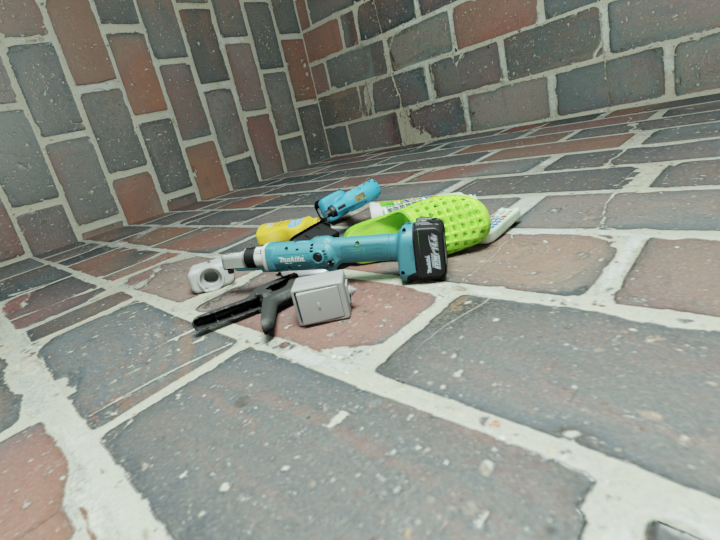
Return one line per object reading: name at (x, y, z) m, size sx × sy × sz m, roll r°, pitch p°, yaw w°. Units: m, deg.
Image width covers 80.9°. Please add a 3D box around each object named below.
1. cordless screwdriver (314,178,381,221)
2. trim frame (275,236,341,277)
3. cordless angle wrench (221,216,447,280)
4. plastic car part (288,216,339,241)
cordless screwdriver at (-0.063, -0.178, 1.165) m, size 0.157 × 0.073 × 0.257 m, roll -32°, pitch 13°, yaw -20°
trim frame at (-0.102, -0.030, 0.939) m, size 0.183 × 0.027 × 0.256 m, roll -15°, pitch 21°, yaw -5°
cordless angle wrench at (-0.067, -0.029, 0.760) m, size 0.436 × 0.096 × 0.073 m, roll -3°, pitch 17°, yaw 20°
plastic car part at (-0.088, -0.058, 0.901) m, size 0.075 × 0.064 × 0.114 m, roll 19°, pitch 39°, yaw 36°
